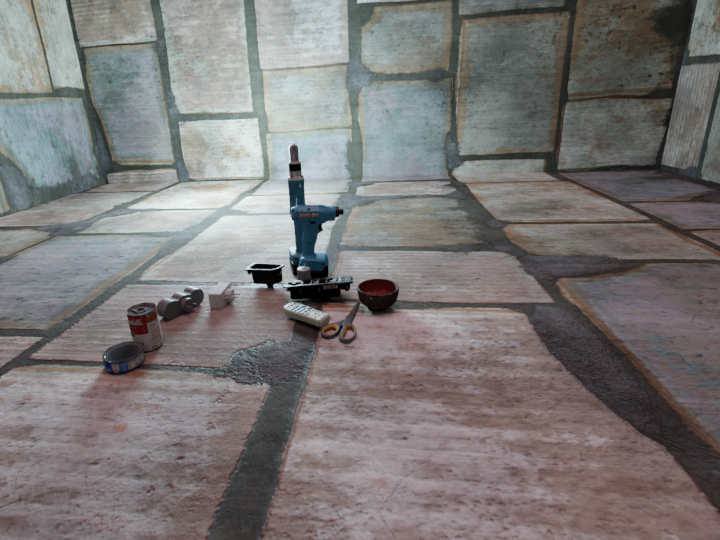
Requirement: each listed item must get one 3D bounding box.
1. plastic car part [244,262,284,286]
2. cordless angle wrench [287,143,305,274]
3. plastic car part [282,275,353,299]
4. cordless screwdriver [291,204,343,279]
[{"bbox_3d":[-0.294,0.017,1.323,0.120,0.069,0.065,5,22,19],"label":"plastic car part"},{"bbox_3d":[-0.203,-0.195,1.373,0.073,0.414,0.102,-7,20,-14],"label":"cordless angle wrench"},{"bbox_3d":[-0.122,0.052,1.220,0.205,0.065,0.067,-1,21,5],"label":"plastic car part"},{"bbox_3d":[-0.129,-0.084,1.319,0.160,0.243,0.076,-2,20,1],"label":"cordless screwdriver"}]
